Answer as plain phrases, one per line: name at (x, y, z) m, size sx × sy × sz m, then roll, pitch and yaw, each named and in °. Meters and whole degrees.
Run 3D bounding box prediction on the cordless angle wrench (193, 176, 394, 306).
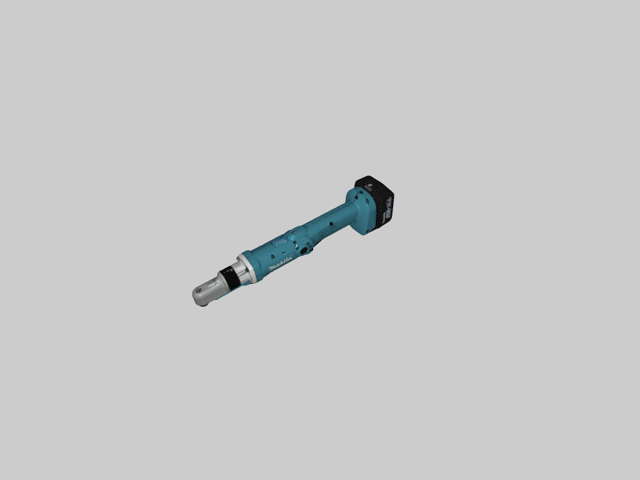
cordless angle wrench at (-0.044, 0.006, 0.800) m, size 0.422 × 0.098 × 0.074 m, roll -29°, pitch 51°, yaw -22°
